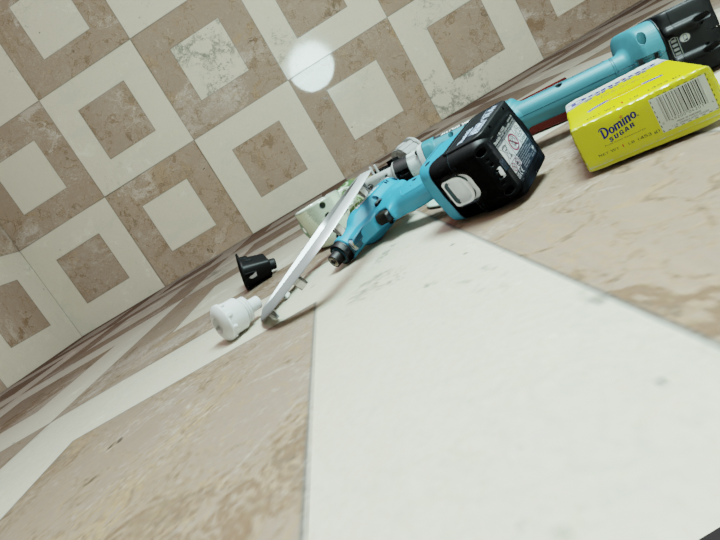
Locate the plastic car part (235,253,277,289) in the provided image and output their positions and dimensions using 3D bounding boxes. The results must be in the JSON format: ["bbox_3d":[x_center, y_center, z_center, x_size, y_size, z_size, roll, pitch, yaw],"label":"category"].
[{"bbox_3d":[-0.196,-0.004,0.804,0.069,0.065,0.121,-20,12,-18],"label":"plastic car part"}]

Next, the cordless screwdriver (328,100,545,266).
[{"bbox_3d":[0.064,-0.079,0.484,0.158,0.072,0.256,-50,17,-29],"label":"cordless screwdriver"}]

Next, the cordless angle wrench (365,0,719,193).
[{"bbox_3d":[0.187,-0.191,0.552,0.435,0.073,0.097,-20,14,29],"label":"cordless angle wrench"}]

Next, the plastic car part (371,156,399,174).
[{"bbox_3d":[0.078,-0.220,0.964,0.066,0.066,0.208,-42,13,-15],"label":"plastic car part"}]

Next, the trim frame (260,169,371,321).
[{"bbox_3d":[-0.052,-0.034,0.534,0.186,0.027,0.250,-42,17,46],"label":"trim frame"}]
